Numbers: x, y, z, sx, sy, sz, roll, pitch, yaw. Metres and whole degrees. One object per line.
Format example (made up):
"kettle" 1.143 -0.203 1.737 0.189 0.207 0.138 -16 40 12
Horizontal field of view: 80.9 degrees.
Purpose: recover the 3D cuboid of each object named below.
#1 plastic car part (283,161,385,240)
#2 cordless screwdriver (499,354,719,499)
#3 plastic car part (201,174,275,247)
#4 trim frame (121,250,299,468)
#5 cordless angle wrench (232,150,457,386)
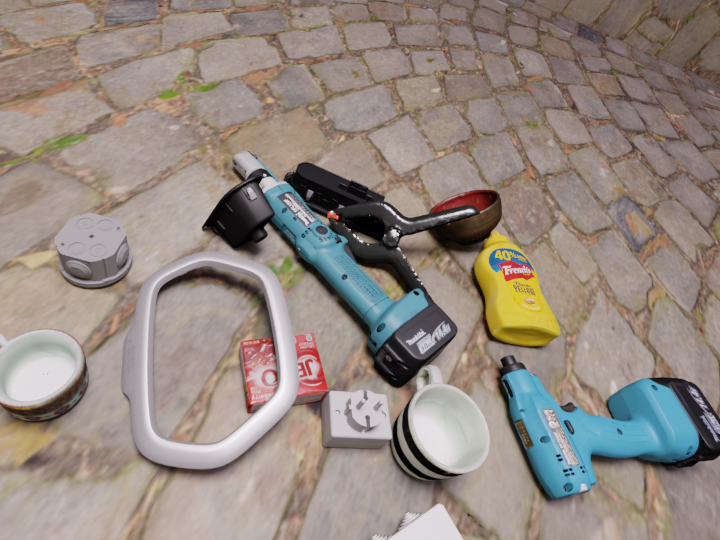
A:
"plastic car part" -0.030 -0.115 0.672 0.205 0.066 0.067 22 55 4
"cordless screwdriver" 0.302 0.174 0.527 0.243 0.073 0.166 -2 52 -15
"plastic car part" -0.153 -0.068 0.563 0.064 0.119 0.071 -35 95 -38
"trim frame" -0.165 0.079 0.457 0.181 0.027 0.259 -12 56 -10
"cordless angle wrench" -0.058 -0.038 0.591 0.095 0.073 0.441 -27 61 -35
